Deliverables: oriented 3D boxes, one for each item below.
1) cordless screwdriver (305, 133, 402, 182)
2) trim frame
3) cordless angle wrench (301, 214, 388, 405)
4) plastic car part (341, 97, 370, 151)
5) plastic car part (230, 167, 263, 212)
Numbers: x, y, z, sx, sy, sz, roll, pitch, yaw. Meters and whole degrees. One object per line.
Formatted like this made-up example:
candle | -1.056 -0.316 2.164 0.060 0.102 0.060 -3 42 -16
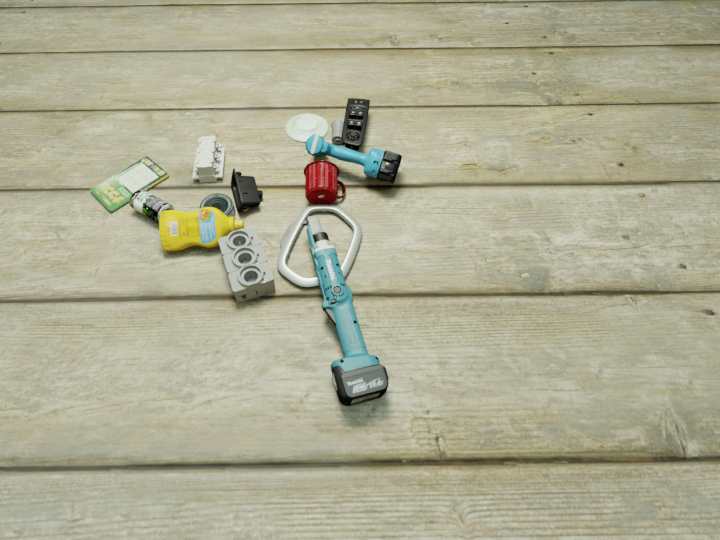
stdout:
cordless screwdriver | -0.020 -0.300 1.121 0.250 0.160 0.074 17 101 0
trim frame | -0.098 -0.064 1.007 0.188 0.027 0.251 15 59 9
cordless angle wrench | -0.051 0.054 0.883 0.097 0.072 0.440 -13 60 -10
plastic car part | -0.018 -0.415 1.217 0.066 0.066 0.208 10 52 -5
plastic car part | -0.288 -0.199 1.084 0.069 0.065 0.121 -10 59 -26
